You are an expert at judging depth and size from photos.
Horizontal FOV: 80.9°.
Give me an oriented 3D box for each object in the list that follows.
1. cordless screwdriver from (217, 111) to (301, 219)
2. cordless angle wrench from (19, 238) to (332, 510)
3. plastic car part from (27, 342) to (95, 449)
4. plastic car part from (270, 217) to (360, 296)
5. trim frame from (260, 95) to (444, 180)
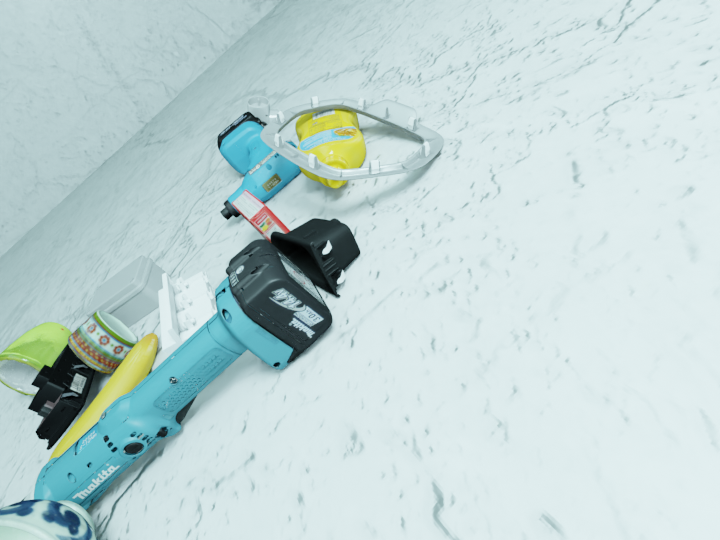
[{"bbox_3d":[-0.200,-0.187,0.744,0.159,0.070,0.262,-41,40,0],"label":"cordless screwdriver"},{"bbox_3d":[-0.213,0.146,0.403,0.424,0.093,0.078,-42,38,5],"label":"cordless angle wrench"},{"bbox_3d":[-0.395,0.147,0.565,0.066,0.064,0.211,-61,24,-1],"label":"plastic car part"},{"bbox_3d":[-0.045,-0.029,0.459,0.070,0.063,0.123,-35,30,-19],"label":"plastic car part"},{"bbox_3d":[-0.017,-0.175,0.529,0.180,0.026,0.263,-29,45,-25],"label":"trim frame"}]
